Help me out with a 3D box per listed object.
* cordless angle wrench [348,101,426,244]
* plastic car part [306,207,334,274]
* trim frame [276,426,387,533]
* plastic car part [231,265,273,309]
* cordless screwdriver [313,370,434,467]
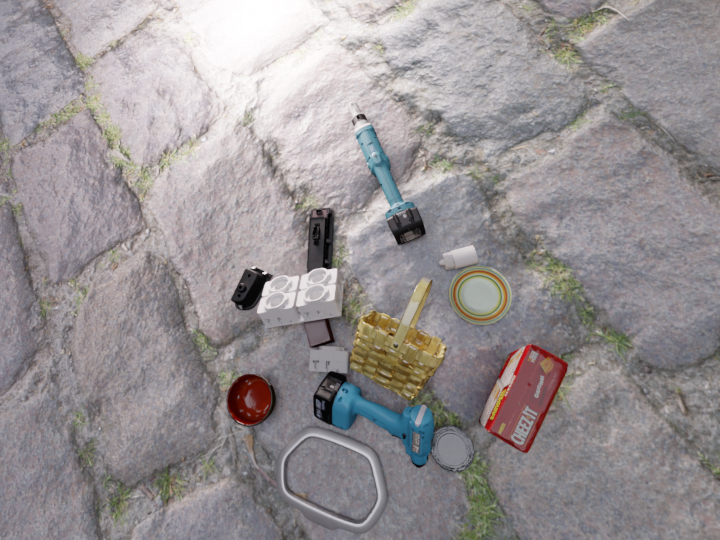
[{"bbox_3d":[0.046,-0.268,1.065,0.075,0.094,0.438,-24,66,8],"label":"cordless angle wrench"},{"bbox_3d":[-0.103,-0.067,1.055,0.067,0.065,0.206,0,76,5],"label":"plastic car part"},{"bbox_3d":[-0.065,0.446,0.902,0.256,0.026,0.185,13,76,16],"label":"trim frame"},{"bbox_3d":[-0.283,0.042,1.060,0.068,0.068,0.117,23,77,18],"label":"plastic car part"},{"bbox_3d":[0.026,0.314,0.879,0.260,0.154,0.073,13,35,25],"label":"cordless screwdriver"}]
